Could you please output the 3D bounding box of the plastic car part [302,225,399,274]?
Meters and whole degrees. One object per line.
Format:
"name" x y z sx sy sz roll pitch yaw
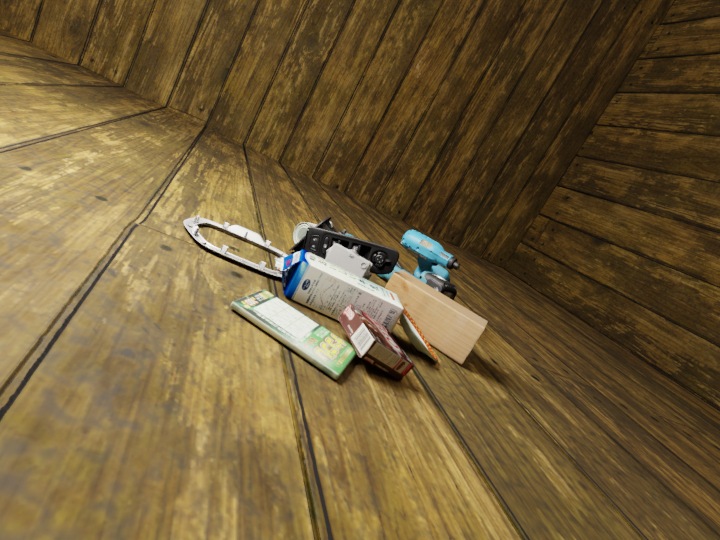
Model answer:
"plastic car part" -0.020 -0.039 0.912 0.208 0.066 0.065 15 0 13

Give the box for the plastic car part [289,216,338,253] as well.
"plastic car part" -0.097 -0.063 0.988 0.071 0.118 0.065 53 15 1

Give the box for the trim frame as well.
"trim frame" -0.229 -0.050 0.837 0.242 0.027 0.190 22 14 -15

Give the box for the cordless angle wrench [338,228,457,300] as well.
"cordless angle wrench" 0.066 -0.014 1.166 0.070 0.097 0.448 15 14 -45

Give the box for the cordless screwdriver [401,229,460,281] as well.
"cordless screwdriver" 0.201 -0.002 1.142 0.168 0.074 0.237 35 -15 31
